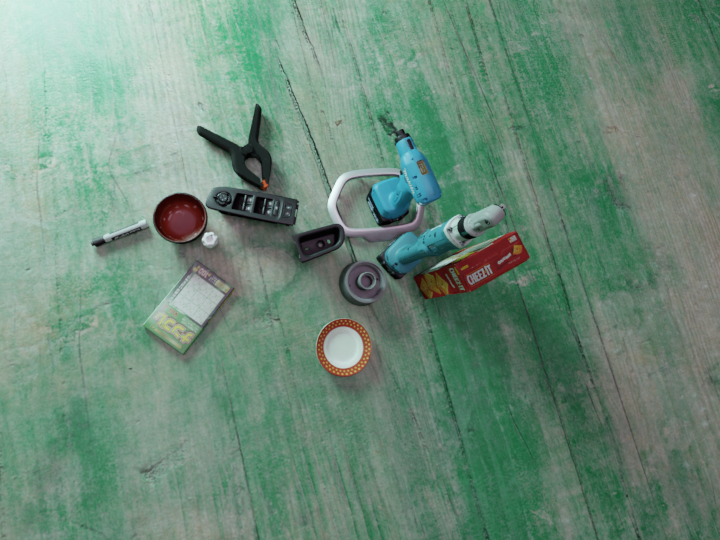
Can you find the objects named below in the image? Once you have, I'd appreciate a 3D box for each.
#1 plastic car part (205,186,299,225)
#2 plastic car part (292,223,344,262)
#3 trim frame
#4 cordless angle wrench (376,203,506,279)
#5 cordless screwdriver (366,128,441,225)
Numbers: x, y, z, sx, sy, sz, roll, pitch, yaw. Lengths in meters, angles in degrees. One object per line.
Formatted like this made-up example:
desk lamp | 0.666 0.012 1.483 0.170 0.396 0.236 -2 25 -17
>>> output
plastic car part | -0.246 -0.145 0.962 0.200 0.067 0.067 11 79 -9
plastic car part | -0.095 -0.062 0.972 0.114 0.071 0.066 -19 86 -15
trim frame | 0.040 -0.162 1.040 0.244 0.028 0.186 -7 81 -12
cordless angle wrench | 0.145 -0.056 0.833 0.097 0.428 0.074 -43 95 -16
cordless screwdriver | 0.081 -0.196 0.939 0.073 0.251 0.160 -21 87 -17
